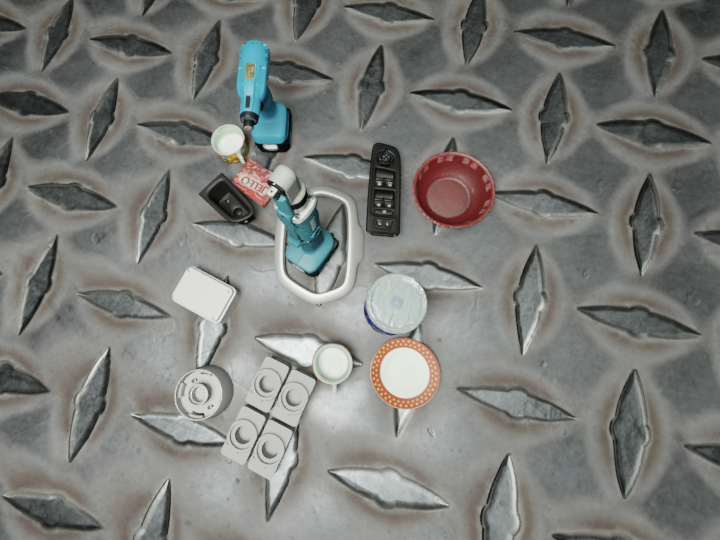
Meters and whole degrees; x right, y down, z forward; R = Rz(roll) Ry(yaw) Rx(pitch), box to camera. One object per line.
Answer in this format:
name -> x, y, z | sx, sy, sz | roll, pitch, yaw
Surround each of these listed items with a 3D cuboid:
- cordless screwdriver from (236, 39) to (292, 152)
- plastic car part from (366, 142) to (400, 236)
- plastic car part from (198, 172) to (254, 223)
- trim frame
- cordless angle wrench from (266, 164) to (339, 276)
cordless screwdriver -> -0.188, -0.300, 0.824 | 0.075, 0.245, 0.161 | 2, 79, 0
plastic car part -> 0.048, -0.163, 0.866 | 0.067, 0.066, 0.205 | 3, 77, 2
plastic car part -> -0.267, -0.134, 0.881 | 0.119, 0.069, 0.066 | 44, 83, 11
trim frame -> -0.085, -0.056, 0.871 | 0.185, 0.027, 0.252 | 0, 77, 4
cordless angle wrench -> -0.092, -0.073, 0.676 | 0.075, 0.416, 0.098 | 34, 81, 5
